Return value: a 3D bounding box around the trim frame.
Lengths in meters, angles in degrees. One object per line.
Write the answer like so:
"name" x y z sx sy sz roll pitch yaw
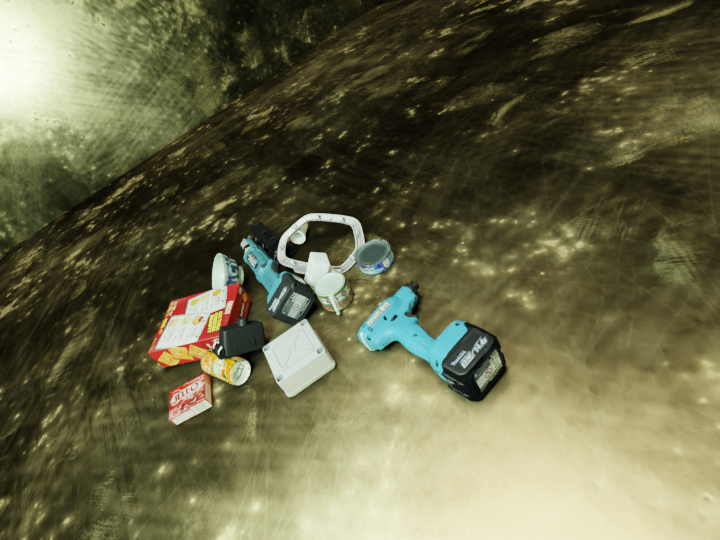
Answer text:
"trim frame" -0.104 -0.068 1.067 0.260 0.026 0.185 10 66 29

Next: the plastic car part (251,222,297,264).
"plastic car part" -0.261 -0.086 1.202 0.066 0.064 0.214 -45 37 -10

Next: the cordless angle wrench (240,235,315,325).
"cordless angle wrench" -0.242 -0.002 1.077 0.098 0.070 0.446 -59 36 5

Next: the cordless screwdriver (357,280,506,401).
"cordless screwdriver" 0.125 0.103 0.731 0.158 0.071 0.263 -46 37 -21

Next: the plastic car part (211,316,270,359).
"plastic car part" -0.256 0.137 0.902 0.112 0.070 0.069 -13 15 -31
